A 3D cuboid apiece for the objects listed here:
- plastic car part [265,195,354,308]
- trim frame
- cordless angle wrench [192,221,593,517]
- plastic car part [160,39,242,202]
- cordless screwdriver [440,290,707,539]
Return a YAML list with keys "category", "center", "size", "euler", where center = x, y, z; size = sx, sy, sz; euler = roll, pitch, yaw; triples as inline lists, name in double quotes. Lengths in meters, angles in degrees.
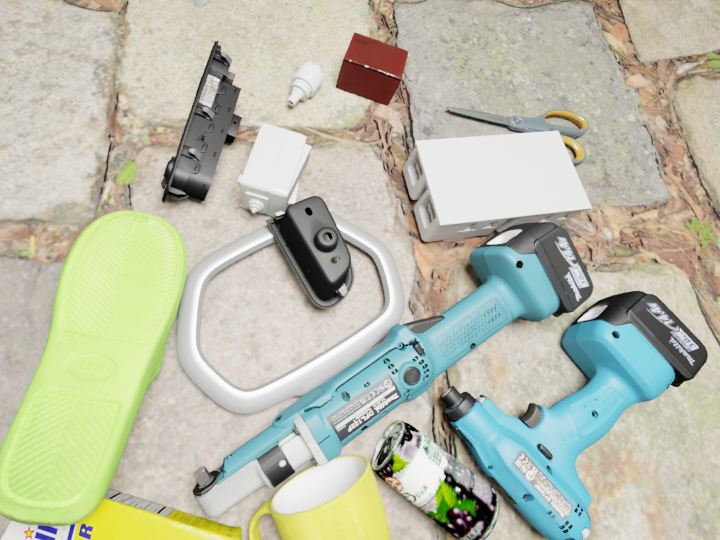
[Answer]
- category: "plastic car part"
  center: [-0.041, -0.027, 0.422]
  size: [0.065, 0.070, 0.120]
  euler: [-25, 73, -17]
- category: "trim frame"
  center: [-0.070, 0.035, 0.442]
  size: [0.244, 0.027, 0.189]
  euler: [-29, 75, -19]
- category: "cordless angle wrench"
  center: [0.038, 0.092, 0.408]
  size: [0.418, 0.076, 0.097]
  euler: [-32, 98, -14]
- category: "plastic car part"
  center: [-0.179, -0.160, 0.488]
  size: [0.064, 0.068, 0.206]
  euler: [26, 63, -29]
- category: "cordless screwdriver"
  center: [0.209, 0.115, 0.427]
  size: [0.246, 0.073, 0.162]
  euler: [-41, 80, -16]
